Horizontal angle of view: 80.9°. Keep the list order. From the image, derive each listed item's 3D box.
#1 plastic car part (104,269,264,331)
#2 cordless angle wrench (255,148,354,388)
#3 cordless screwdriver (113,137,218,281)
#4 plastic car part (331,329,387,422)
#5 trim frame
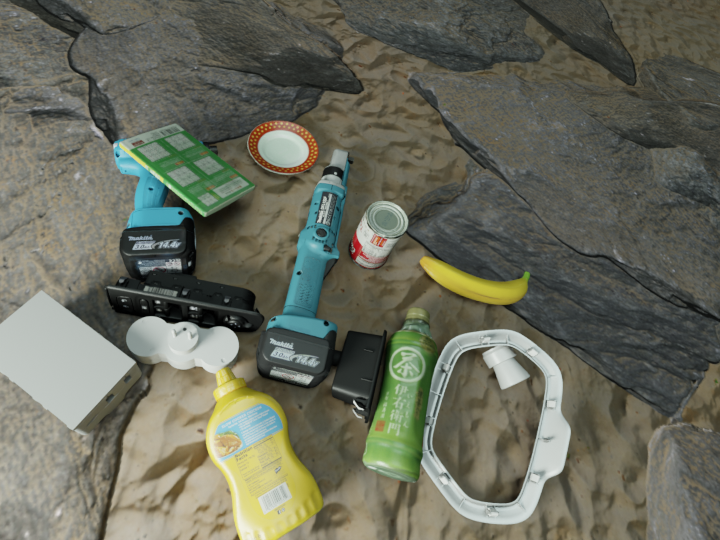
[{"bbox_3d":[-0.228,0.041,0.573,0.201,0.065,0.068,14,44,-5],"label":"plastic car part"},{"bbox_3d":[-0.064,-0.042,0.657,0.097,0.073,0.432,14,55,-7],"label":"cordless angle wrench"},{"bbox_3d":[-0.286,-0.109,0.644,0.155,0.073,0.259,-8,59,-18],"label":"cordless screwdriver"},{"bbox_3d":[-0.008,0.133,0.574,0.072,0.064,0.118,9,54,6],"label":"plastic car part"},{"bbox_3d":[0.178,0.196,0.562,0.187,0.027,0.250,22,69,8],"label":"trim frame"}]
